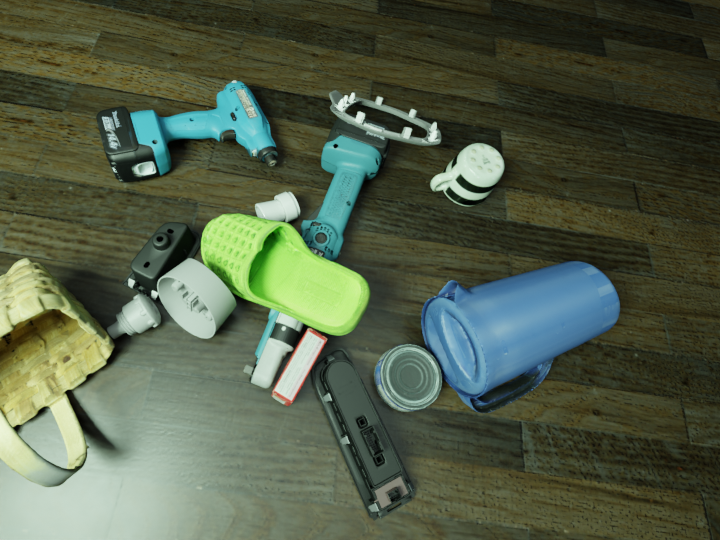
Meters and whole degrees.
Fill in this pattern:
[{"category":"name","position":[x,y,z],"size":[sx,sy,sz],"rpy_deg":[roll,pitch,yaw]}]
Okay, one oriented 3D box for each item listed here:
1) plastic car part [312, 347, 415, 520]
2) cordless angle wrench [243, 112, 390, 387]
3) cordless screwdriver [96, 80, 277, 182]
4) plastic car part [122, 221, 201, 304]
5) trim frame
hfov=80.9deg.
[{"category":"plastic car part","position":[-0.002,0.195,0.527],"size":[0.065,0.065,0.210],"rpy_deg":[-24,70,-11]},{"category":"cordless angle wrench","position":[-0.060,-0.039,0.615],"size":[0.099,0.073,0.426],"rpy_deg":[19,68,2]},{"category":"cordless screwdriver","position":[-0.259,-0.200,0.656],"size":[0.243,0.074,0.164],"rpy_deg":[-23,73,-20]},{"category":"plastic car part","position":[-0.271,-0.023,0.579],"size":[0.066,0.070,0.117],"rpy_deg":[26,69,-1]},{"category":"trim frame","position":[0.040,-0.243,0.663],"size":[0.186,0.027,0.250],"rpy_deg":[19,31,3]}]
